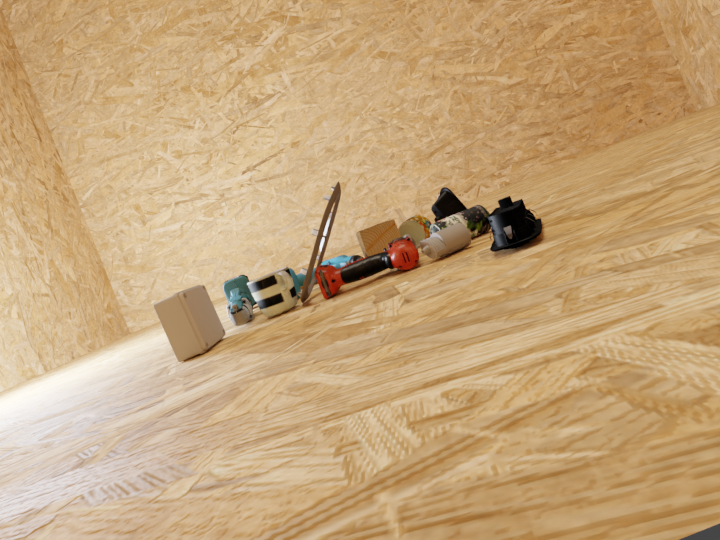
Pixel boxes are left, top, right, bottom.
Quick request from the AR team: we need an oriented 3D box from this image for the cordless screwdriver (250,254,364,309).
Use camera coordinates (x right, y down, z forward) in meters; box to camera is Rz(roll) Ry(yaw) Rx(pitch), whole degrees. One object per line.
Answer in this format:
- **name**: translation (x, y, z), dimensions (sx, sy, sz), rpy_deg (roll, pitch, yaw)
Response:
- **cordless screwdriver**: translation (-0.117, 0.016, 0.980), dimensions (0.240, 0.074, 0.165), rpy_deg (-20, 3, -35)

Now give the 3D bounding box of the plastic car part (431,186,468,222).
- **plastic car part**: translation (0.213, -0.135, 1.022), dimensions (0.070, 0.115, 0.067), rpy_deg (-46, 7, -14)

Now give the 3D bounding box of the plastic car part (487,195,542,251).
- **plastic car part**: translation (0.213, -0.069, 0.589), dimensions (0.068, 0.066, 0.199), rpy_deg (-13, 11, 25)

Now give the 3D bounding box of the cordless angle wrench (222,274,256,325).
- **cordless angle wrench**: translation (-0.284, 0.077, 0.995), dimensions (0.073, 0.097, 0.433), rpy_deg (-22, 9, -13)

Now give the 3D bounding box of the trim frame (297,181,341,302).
- **trim frame**: translation (-0.079, -0.052, 0.812), dimensions (0.028, 0.246, 0.184), rpy_deg (16, 16, 1)
